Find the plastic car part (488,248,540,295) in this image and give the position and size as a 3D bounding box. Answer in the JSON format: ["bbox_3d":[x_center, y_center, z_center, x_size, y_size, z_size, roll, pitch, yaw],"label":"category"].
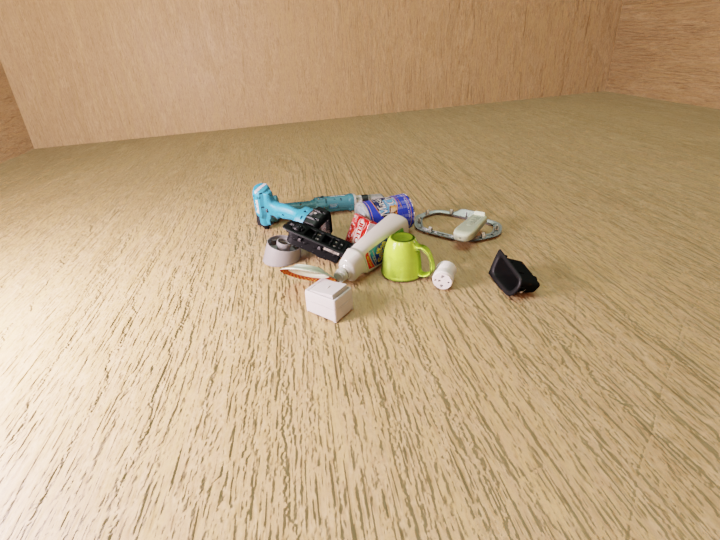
[{"bbox_3d":[0.336,0.014,0.902,0.069,0.065,0.121,5,30,-13],"label":"plastic car part"}]

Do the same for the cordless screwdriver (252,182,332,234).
[{"bbox_3d":[-0.201,-0.143,1.212,0.259,0.154,0.073,27,52,23],"label":"cordless screwdriver"}]

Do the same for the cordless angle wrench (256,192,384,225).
[{"bbox_3d":[-0.127,-0.214,1.371,0.418,0.072,0.102,-7,29,-7],"label":"cordless angle wrench"}]

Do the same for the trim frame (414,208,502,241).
[{"bbox_3d":[0.271,-0.134,1.202,0.262,0.027,0.179,18,36,38],"label":"trim frame"}]

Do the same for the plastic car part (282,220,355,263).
[{"bbox_3d":[-0.106,-0.069,1.081,0.204,0.066,0.066,26,40,3],"label":"plastic car part"}]
